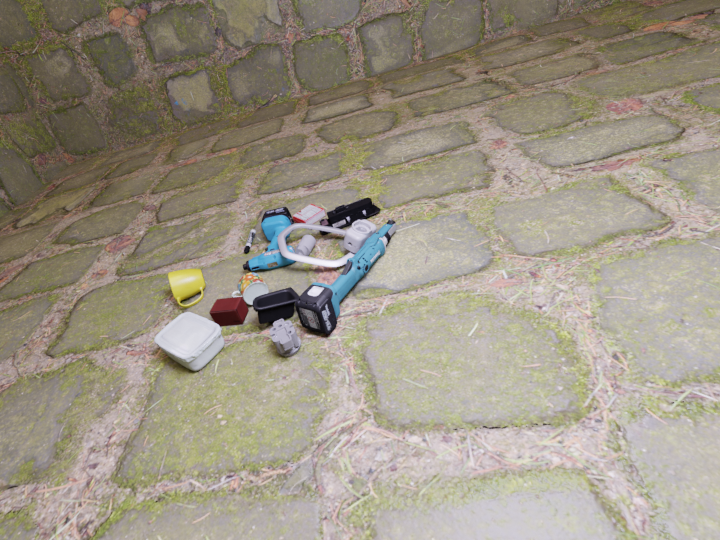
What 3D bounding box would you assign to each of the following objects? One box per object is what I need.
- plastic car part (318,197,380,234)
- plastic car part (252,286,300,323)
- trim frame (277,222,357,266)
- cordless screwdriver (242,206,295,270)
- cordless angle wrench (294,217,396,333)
[{"bbox_3d":[-0.040,-0.180,1.332,0.202,0.065,0.069,-18,28,-3],"label":"plastic car part"},{"bbox_3d":[-0.208,0.095,1.035,0.113,0.069,0.070,-17,31,-26],"label":"plastic car part"},{"bbox_3d":[-0.118,-0.077,1.210,0.254,0.026,0.186,8,43,12],"label":"trim frame"},{"bbox_3d":[-0.282,-0.093,1.318,0.160,0.071,0.258,-16,39,5],"label":"cordless screwdriver"},{"bbox_3d":[-0.008,-0.011,1.078,0.078,0.094,0.418,8,39,32],"label":"cordless angle wrench"}]
